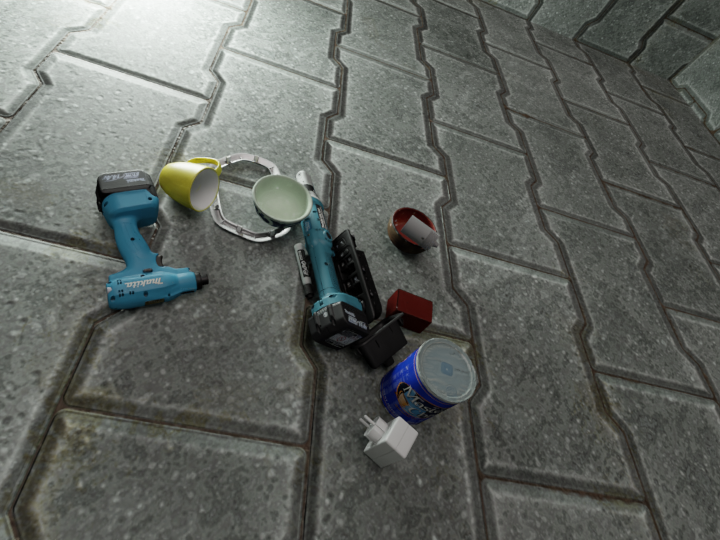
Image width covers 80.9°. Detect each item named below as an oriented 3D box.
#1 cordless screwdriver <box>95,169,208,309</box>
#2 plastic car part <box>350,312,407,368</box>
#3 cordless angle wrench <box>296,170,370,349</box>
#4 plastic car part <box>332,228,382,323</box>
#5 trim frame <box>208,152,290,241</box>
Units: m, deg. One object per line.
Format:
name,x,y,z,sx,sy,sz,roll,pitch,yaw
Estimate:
cordless screwdriver,-0.370,-0.059,0.741,0.153,0.074,0.257,-10,64,-29
plastic car part,0.040,0.138,0.775,0.114,0.067,0.071,-35,90,-34
cordless angle wrench,-0.083,-0.054,0.849,0.092,0.075,0.441,33,31,-47
plastic car part,-0.006,0.020,0.843,0.063,0.067,0.211,23,42,-44
trim frame,-0.233,-0.165,0.905,0.178,0.027,0.259,-1,54,-25
